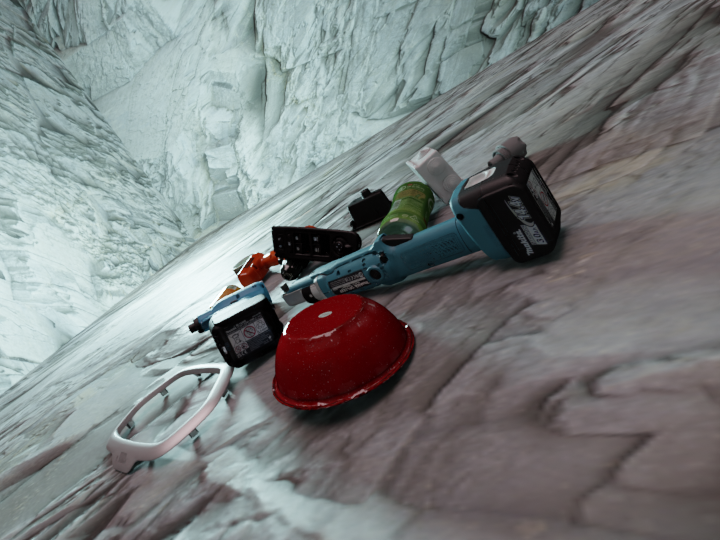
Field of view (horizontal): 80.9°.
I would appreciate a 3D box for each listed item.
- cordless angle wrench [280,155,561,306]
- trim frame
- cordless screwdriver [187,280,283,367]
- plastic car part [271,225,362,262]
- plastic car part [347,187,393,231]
[{"bbox_3d":[0.030,-0.011,0.564,0.436,0.096,0.074,-22,19,41],"label":"cordless angle wrench"},{"bbox_3d":[-0.275,0.202,0.609,0.258,0.027,0.182,-14,26,40],"label":"trim frame"},{"bbox_3d":[-0.214,0.086,0.696,0.157,0.073,0.256,-27,14,-13],"label":"cordless screwdriver"},{"bbox_3d":[-0.079,-0.052,0.812,0.213,0.066,0.064,7,11,38],"label":"plastic car part"},{"bbox_3d":[0.019,-0.139,0.902,0.120,0.069,0.066,-22,20,38],"label":"plastic car part"}]
